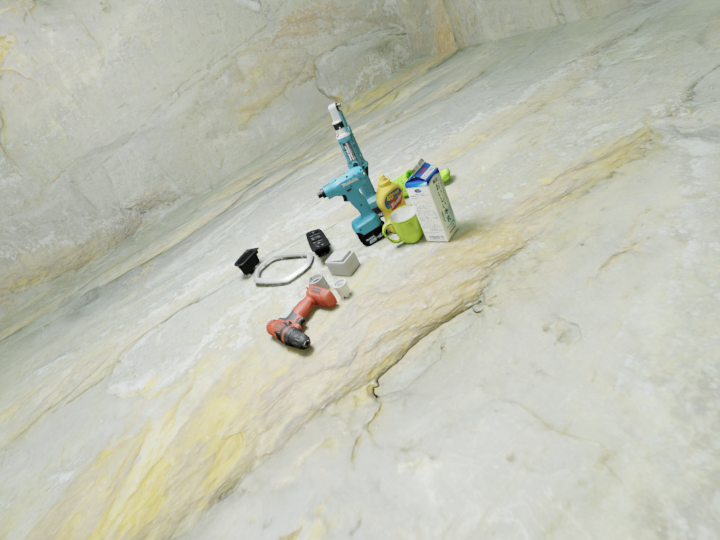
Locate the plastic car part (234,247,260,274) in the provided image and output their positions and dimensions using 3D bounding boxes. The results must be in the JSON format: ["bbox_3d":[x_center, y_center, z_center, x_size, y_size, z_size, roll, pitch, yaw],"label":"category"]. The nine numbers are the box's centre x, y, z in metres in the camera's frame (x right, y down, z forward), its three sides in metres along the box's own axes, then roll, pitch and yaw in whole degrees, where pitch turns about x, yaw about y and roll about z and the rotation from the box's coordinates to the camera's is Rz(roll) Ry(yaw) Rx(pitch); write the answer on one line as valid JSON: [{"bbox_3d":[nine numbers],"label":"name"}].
[{"bbox_3d":[-0.422,-0.026,1.593,0.068,0.068,0.117,-9,34,31],"label":"plastic car part"}]

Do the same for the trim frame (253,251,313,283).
[{"bbox_3d":[-0.276,-0.013,1.493,0.259,0.026,0.184,-5,37,35],"label":"trim frame"}]

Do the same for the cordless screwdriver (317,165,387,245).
[{"bbox_3d":[-0.024,-0.191,1.345,0.159,0.239,0.077,-28,27,-1],"label":"cordless screwdriver"}]

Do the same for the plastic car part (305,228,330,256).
[{"bbox_3d":[-0.144,-0.094,1.471,0.066,0.064,0.212,-29,30,-2],"label":"plastic car part"}]

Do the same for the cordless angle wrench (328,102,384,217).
[{"bbox_3d":[-0.012,-0.367,1.437,0.100,0.406,0.076,-18,28,18],"label":"cordless angle wrench"}]
